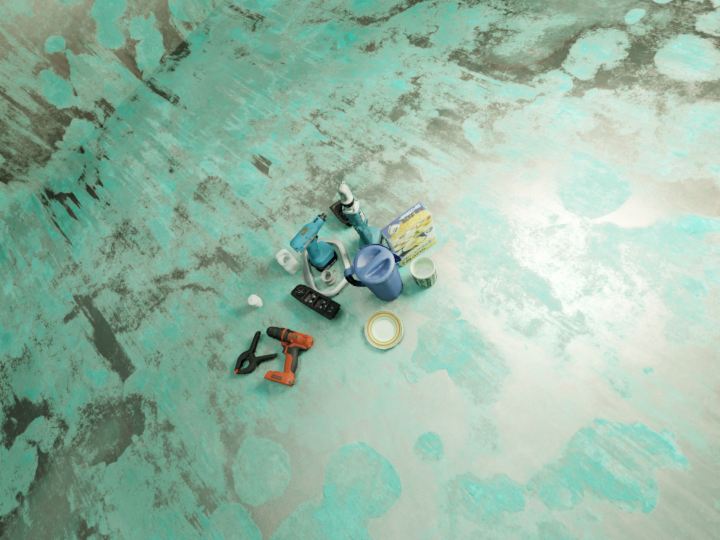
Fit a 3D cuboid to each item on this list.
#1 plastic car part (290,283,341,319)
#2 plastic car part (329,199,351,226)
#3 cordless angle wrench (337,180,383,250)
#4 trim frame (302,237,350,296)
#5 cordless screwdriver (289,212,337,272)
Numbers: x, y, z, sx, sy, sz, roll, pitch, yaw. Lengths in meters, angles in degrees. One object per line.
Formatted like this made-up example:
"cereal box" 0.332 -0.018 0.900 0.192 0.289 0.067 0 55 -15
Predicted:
"plastic car part" -0.159 0.112 1.519 0.213 0.064 0.066 27 78 27
"plastic car part" -0.057 -0.209 1.621 0.066 0.067 0.122 -36 61 1
"cordless angle wrench" -0.004 -0.163 1.389 0.077 0.404 0.099 6 70 18
"trim frame" -0.133 -0.016 1.587 0.186 0.026 0.258 -24 62 8
"cordless screwdriver" -0.147 -0.096 1.506 0.078 0.237 0.159 38 83 26
